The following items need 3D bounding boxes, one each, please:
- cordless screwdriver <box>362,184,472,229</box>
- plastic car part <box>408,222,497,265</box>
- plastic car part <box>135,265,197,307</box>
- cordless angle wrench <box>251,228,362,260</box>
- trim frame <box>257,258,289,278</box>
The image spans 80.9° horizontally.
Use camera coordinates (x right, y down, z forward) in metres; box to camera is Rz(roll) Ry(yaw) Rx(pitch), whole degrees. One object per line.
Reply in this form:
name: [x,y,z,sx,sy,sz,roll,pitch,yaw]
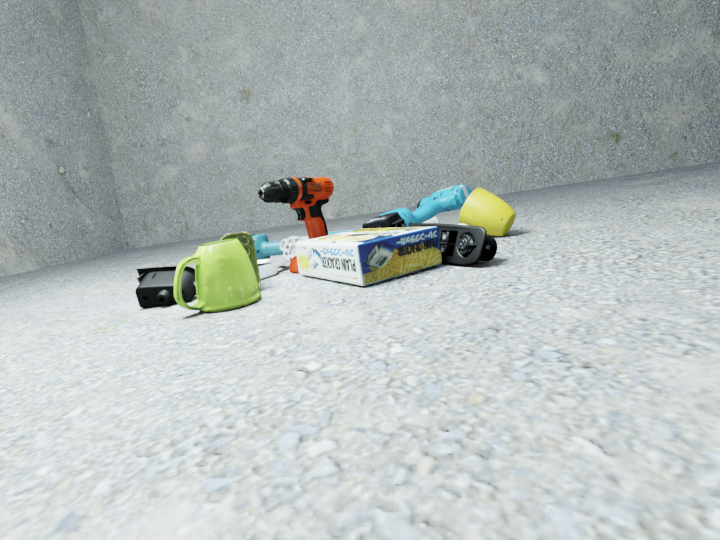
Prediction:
cordless screwdriver: [0.114,-0.119,0.947,0.243,0.073,0.165,-30,13,-26]
plastic car part: [0.148,-0.040,0.700,0.065,0.066,0.210,16,-1,-21]
plastic car part: [-0.329,0.034,0.715,0.118,0.064,0.072,-5,23,7]
cordless angle wrench: [-0.101,-0.066,1.028,0.429,0.073,0.098,-5,9,8]
trim frame: [-0.258,0.007,0.875,0.192,0.027,0.240,-3,10,34]
